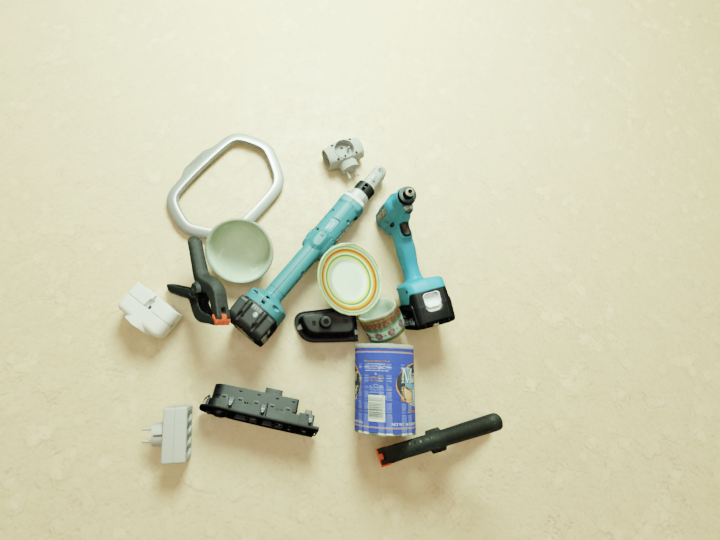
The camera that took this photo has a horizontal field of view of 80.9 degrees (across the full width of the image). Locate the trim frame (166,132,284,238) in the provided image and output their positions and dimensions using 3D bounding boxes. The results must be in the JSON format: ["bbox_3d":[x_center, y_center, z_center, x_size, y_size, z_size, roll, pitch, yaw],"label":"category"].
[{"bbox_3d":[-0.266,-0.168,0.840,0.186,0.027,0.248,38,76,5],"label":"trim frame"}]

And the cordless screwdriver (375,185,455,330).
[{"bbox_3d":[0.096,-0.022,0.760,0.073,0.159,0.253,-13,78,-12],"label":"cordless screwdriver"}]

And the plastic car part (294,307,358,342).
[{"bbox_3d":[-0.058,0.095,0.757,0.115,0.071,0.067,-2,74,-10],"label":"plastic car part"}]

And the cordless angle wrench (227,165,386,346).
[{"bbox_3d":[-0.077,-0.051,0.791,0.075,0.097,0.421,36,71,5],"label":"cordless angle wrench"}]

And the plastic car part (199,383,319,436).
[{"bbox_3d":[-0.169,0.231,0.712,0.202,0.065,0.068,9,64,-3],"label":"plastic car part"}]
